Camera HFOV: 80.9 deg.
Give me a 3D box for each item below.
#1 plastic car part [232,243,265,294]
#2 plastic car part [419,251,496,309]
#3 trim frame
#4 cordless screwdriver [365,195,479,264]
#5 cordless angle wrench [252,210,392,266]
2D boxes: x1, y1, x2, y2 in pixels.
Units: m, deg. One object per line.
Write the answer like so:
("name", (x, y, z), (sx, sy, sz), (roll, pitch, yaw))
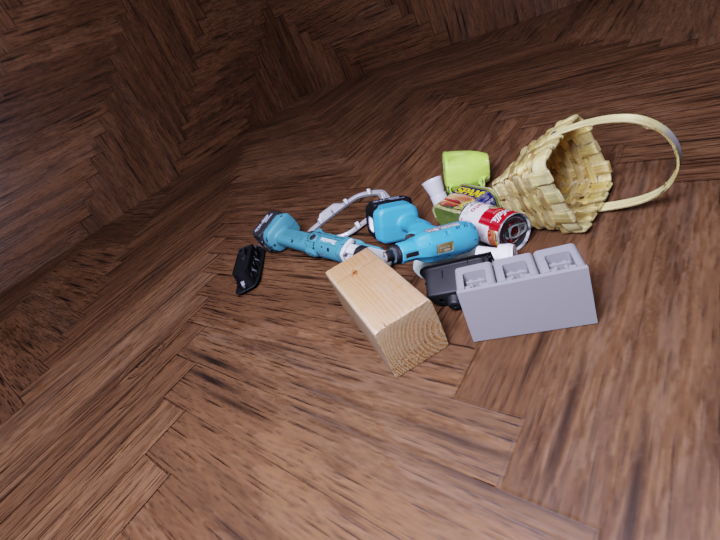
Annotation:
("plastic car part", (-0.278, -0.016, 1.044), (0.066, 0.064, 0.210), (-17, 33, 1))
("plastic car part", (0.152, 0.025, 0.651), (0.120, 0.062, 0.072), (-15, 44, 26))
("trim frame", (-0.032, -0.144, 1.081), (0.246, 0.026, 0.194), (-42, 32, -22))
("cordless screwdriver", (0.075, -0.072, 0.773), (0.156, 0.072, 0.260), (-15, 23, -16))
("cordless angle wrench", (-0.093, -0.061, 0.953), (0.447, 0.070, 0.098), (17, 65, 45))
